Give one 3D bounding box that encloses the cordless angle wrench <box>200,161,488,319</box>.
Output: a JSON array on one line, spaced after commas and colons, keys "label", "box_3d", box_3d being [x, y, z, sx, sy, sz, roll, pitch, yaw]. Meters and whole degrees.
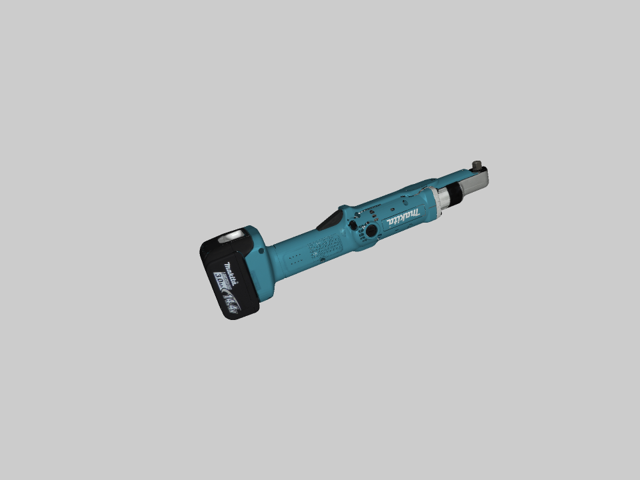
[{"label": "cordless angle wrench", "box_3d": [0.055, -0.020, 0.576, 0.422, 0.098, 0.074, -21, 21, -15]}]
